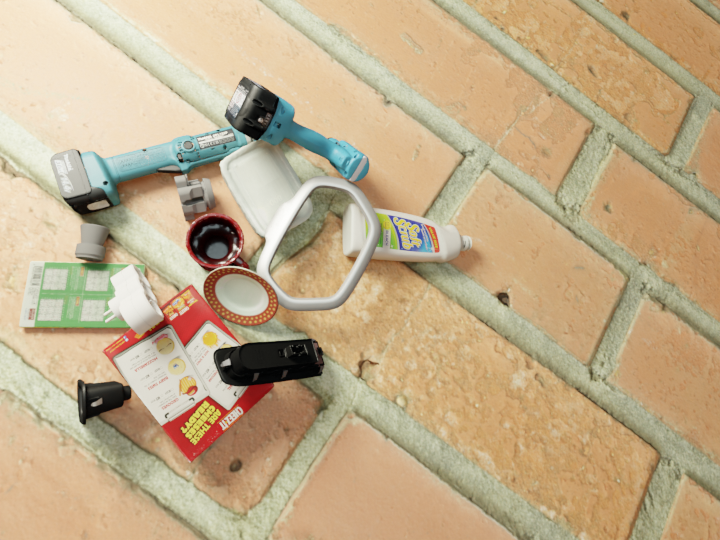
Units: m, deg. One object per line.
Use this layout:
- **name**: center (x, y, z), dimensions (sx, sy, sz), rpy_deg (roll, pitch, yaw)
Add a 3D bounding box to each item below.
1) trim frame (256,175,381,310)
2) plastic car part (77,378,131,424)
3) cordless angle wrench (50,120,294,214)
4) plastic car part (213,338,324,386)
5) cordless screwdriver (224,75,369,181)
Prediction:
- **trim frame**: center (-0.071, -0.047, 0.727), dimensions (0.182, 0.028, 0.249), rpy_deg (29, 82, -4)
- **plastic car part**: center (-0.383, 0.190, 0.632), dimensions (0.068, 0.120, 0.067), rpy_deg (-4, 79, -39)
- **cordless angle wrench**: center (-0.310, -0.212, 0.763), dimensions (0.414, 0.075, 0.099), rpy_deg (-22, 84, -18)
- **plastic car part**: center (-0.129, 0.139, 0.662), dimensions (0.193, 0.068, 0.068), rpy_deg (3, 64, -42)
- **cordless screwdriver**: center (-0.109, -0.242, 0.736), dimensions (0.236, 0.167, 0.074), rpy_deg (20, 110, -33)
